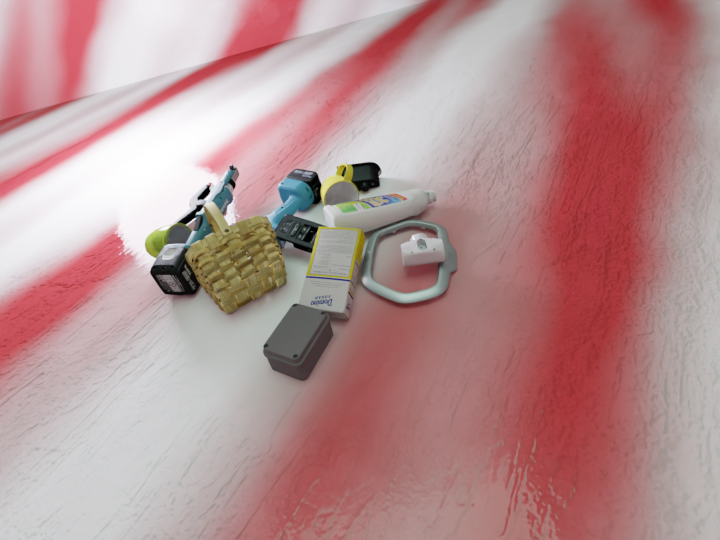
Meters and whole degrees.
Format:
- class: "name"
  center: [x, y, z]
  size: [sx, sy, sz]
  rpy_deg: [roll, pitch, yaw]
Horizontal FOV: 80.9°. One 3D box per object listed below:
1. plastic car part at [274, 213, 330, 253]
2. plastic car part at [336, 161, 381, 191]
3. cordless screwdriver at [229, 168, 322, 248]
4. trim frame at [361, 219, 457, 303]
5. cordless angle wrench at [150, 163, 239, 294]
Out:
- class: "plastic car part"
  center: [-0.089, -0.058, 0.912]
  size: [0.212, 0.064, 0.066]
  rpy_deg: [17, 54, 27]
- class: "plastic car part"
  center: [0.000, -0.235, 1.098]
  size: [0.117, 0.063, 0.073]
  rpy_deg: [-6, 56, 5]
- class: "cordless screwdriver"
  center: [-0.208, -0.155, 1.057]
  size: [0.167, 0.071, 0.248]
  rpy_deg: [12, 51, 28]
- class: "trim frame"
  center: [0.098, -0.025, 0.852]
  size: [0.189, 0.026, 0.253]
  rpy_deg: [-3, 40, 15]
- class: "cordless angle wrench"
  center: [-0.374, -0.125, 1.035]
  size: [0.076, 0.094, 0.432]
  rpy_deg: [-3, 45, 12]
